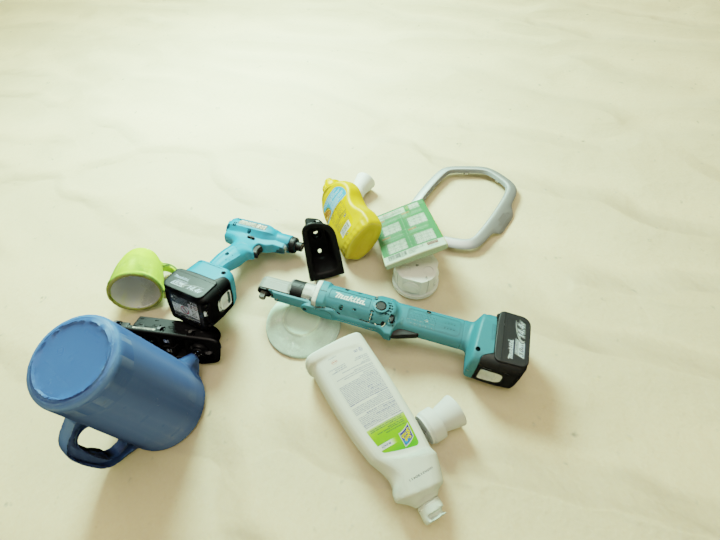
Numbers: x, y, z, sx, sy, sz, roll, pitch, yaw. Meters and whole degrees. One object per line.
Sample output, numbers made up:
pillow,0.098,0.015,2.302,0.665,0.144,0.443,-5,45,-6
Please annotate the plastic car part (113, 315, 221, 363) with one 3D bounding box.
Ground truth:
plastic car part,-0.319,0.113,0.707,0.208,0.064,0.067,7,28,13

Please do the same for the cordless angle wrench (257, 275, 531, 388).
cordless angle wrench,0.033,0.072,0.671,0.435,0.072,0.099,14,55,15

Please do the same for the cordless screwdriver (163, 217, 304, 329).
cordless screwdriver,-0.216,-0.005,0.752,0.164,0.072,0.249,13,40,15

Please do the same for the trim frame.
trim frame,0.208,-0.133,0.852,0.193,0.026,0.246,26,58,25

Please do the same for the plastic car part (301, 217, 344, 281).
plastic car part,-0.076,-0.050,0.777,0.065,0.113,0.074,-14,28,-7
